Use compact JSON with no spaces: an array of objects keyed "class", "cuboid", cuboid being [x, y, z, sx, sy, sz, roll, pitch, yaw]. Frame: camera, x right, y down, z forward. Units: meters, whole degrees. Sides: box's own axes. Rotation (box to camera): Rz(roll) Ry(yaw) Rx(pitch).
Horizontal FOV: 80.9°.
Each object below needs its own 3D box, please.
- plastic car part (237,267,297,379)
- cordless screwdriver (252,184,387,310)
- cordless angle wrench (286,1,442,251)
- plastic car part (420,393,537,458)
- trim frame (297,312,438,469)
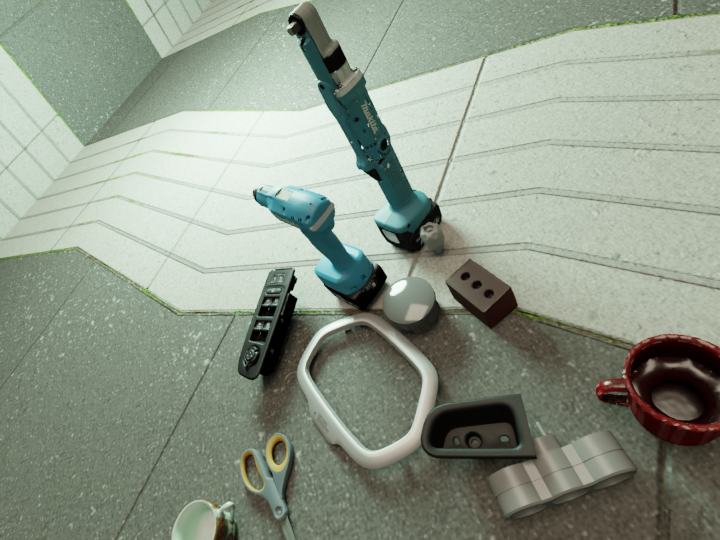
[{"class":"plastic car part","cuboid":[-0.157,0.096,0.742,0.069,0.063,0.205,-2,56,30]},{"class":"cordless screwdriver","cuboid":[-0.066,-0.043,0.673,0.168,0.235,0.074,25,70,41]},{"class":"cordless angle wrench","cuboid":[0.015,-0.185,0.618,0.079,0.400,0.098,27,72,41]},{"class":"plastic car part","cuboid":[0.135,0.191,0.489,0.120,0.067,0.068,-14,50,21]},{"class":"trim frame","cuboid":[0.001,0.163,0.621,0.183,0.026,0.263,-45,46,-7]}]
